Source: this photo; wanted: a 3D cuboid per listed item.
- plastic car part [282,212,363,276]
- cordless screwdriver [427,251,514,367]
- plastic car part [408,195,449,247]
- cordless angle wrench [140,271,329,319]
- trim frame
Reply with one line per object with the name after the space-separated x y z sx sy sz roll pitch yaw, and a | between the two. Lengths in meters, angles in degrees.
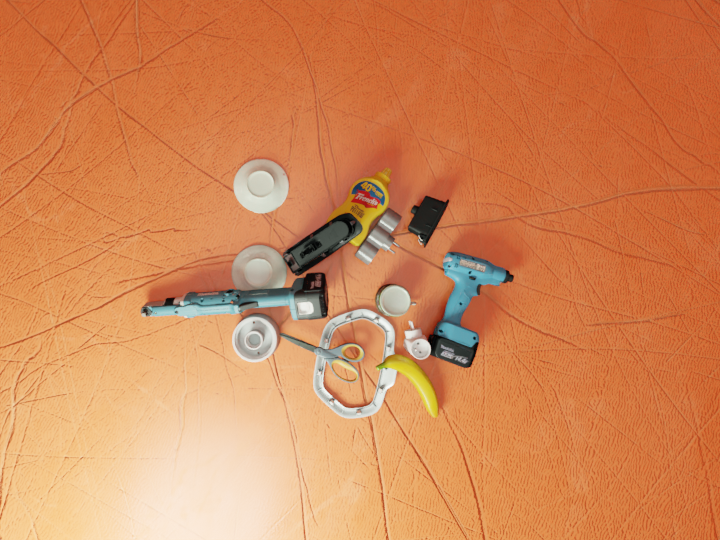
-0.092 -0.060 0.937 0.206 0.065 0.067 -31 83 18 | plastic car part
0.248 0.092 0.958 0.159 0.074 0.250 15 82 -1 | cordless screwdriver
0.149 -0.123 0.984 0.073 0.064 0.117 25 82 13 | plastic car part
-0.285 0.070 0.942 0.427 0.100 0.072 -5 116 6 | cordless angle wrench
-0.009 0.213 0.967 0.184 0.027 0.249 12 84 -1 | trim frame
